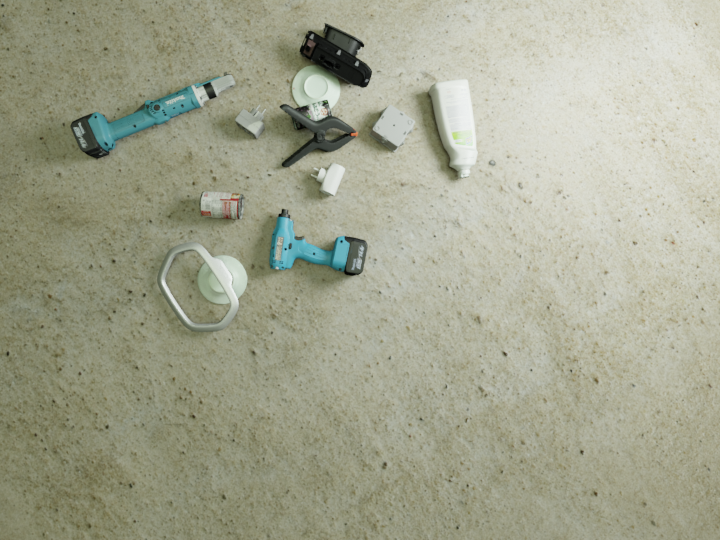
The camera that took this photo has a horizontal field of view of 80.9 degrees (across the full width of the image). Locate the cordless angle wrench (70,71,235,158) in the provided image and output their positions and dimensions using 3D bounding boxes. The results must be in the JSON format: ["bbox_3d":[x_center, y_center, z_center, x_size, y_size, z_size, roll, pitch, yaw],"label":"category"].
[{"bbox_3d":[-0.525,-0.416,1.101,0.421,0.075,0.098,-24,91,-5],"label":"cordless angle wrench"}]

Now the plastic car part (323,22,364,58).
[{"bbox_3d":[-0.056,-0.596,1.127,0.115,0.067,0.071,27,103,-5],"label":"plastic car part"}]

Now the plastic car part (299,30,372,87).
[{"bbox_3d":[-0.061,-0.543,1.102,0.198,0.068,0.066,24,124,-12],"label":"plastic car part"}]

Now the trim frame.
[{"bbox_3d":[-0.420,0.046,1.092,0.185,0.027,0.250,-35,86,10],"label":"trim frame"}]

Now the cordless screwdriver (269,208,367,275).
[{"bbox_3d":[-0.107,-0.070,1.097,0.250,0.074,0.159,6,88,2],"label":"cordless screwdriver"}]
